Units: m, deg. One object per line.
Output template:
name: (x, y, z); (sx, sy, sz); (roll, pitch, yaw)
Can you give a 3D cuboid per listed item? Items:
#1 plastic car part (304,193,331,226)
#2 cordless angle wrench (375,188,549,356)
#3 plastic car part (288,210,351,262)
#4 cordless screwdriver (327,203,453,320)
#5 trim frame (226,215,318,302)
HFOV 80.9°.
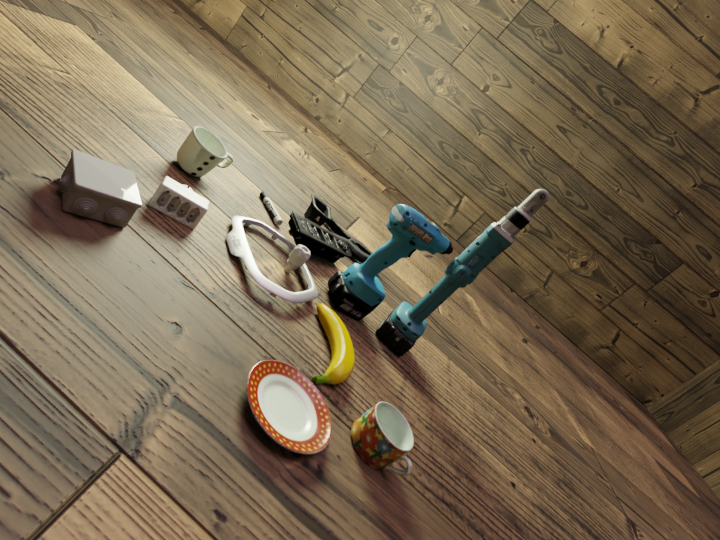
plastic car part: (-0.117, -0.139, 1.088); (0.064, 0.071, 0.120); (35, 20, -20)
cordless angle wrench: (0.200, 0.002, 0.837); (0.075, 0.425, 0.096); (45, 20, 5)
plastic car part: (-0.095, -0.062, 0.967); (0.192, 0.067, 0.070); (21, 28, -46)
cordless screwdriver: (0.060, -0.005, 0.853); (0.151, 0.250, 0.078); (31, 23, -30)
trim frame: (-0.169, -0.024, 0.803); (0.174, 0.028, 0.261); (24, 25, -41)
